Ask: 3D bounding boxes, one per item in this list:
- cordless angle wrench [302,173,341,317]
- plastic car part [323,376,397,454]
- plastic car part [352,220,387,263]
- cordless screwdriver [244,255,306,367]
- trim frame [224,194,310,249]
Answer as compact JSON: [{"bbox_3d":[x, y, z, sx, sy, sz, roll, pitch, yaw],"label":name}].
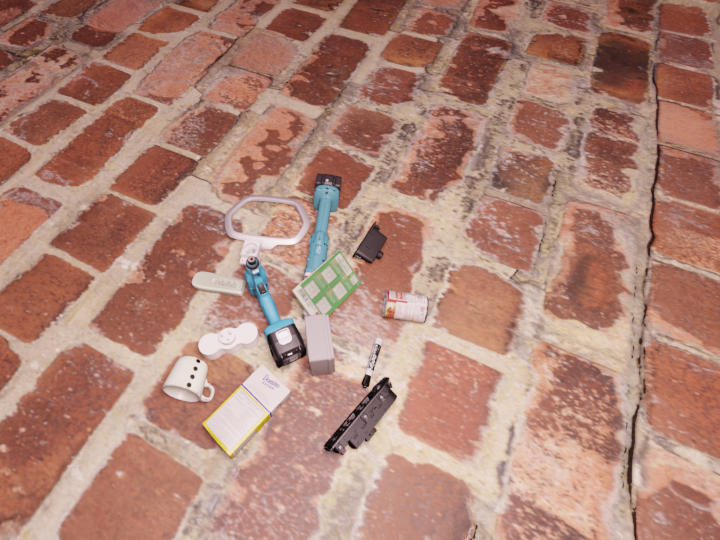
[{"bbox_3d":[-0.111,-0.073,1.134,0.074,0.096,0.432,7,60,-3],"label":"cordless angle wrench"},{"bbox_3d":[0.012,0.312,0.897,0.068,0.065,0.201,37,64,8],"label":"plastic car part"},{"bbox_3d":[0.032,-0.063,1.147,0.071,0.066,0.117,29,64,-1],"label":"plastic car part"},{"bbox_3d":[-0.209,0.090,0.986,0.073,0.155,0.259,-22,62,-17],"label":"cordless screwdriver"},{"bbox_3d":[-0.268,-0.142,1.215,0.250,0.027,0.188,6,56,2],"label":"trim frame"}]
